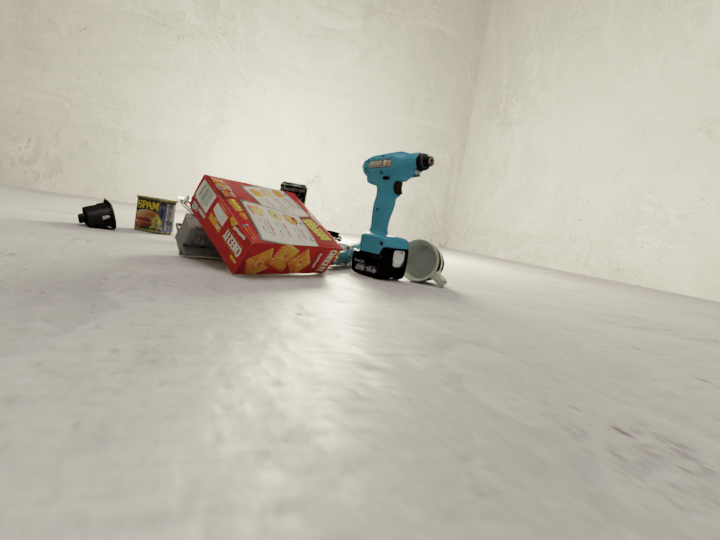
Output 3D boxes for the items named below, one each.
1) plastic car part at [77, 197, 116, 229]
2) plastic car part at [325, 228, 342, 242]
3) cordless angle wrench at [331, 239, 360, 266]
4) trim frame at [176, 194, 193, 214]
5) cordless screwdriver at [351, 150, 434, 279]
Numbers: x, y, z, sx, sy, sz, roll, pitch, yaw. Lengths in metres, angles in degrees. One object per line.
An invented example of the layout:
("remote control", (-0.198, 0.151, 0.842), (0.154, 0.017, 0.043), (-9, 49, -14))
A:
("plastic car part", (-0.599, -0.123, 0.957), (0.068, 0.065, 0.123), (-13, 20, -32))
("plastic car part", (-0.108, -0.071, 1.105), (0.070, 0.066, 0.193), (47, 19, 28))
("cordless angle wrench", (-0.007, -0.044, 1.003), (0.101, 0.074, 0.410), (10, 9, 19))
("trim frame", (-0.360, -0.127, 1.054), (0.263, 0.027, 0.174), (35, 3, 39))
("cordless screwdriver", (0.064, -0.107, 0.822), (0.071, 0.248, 0.167), (6, 1, -41))
